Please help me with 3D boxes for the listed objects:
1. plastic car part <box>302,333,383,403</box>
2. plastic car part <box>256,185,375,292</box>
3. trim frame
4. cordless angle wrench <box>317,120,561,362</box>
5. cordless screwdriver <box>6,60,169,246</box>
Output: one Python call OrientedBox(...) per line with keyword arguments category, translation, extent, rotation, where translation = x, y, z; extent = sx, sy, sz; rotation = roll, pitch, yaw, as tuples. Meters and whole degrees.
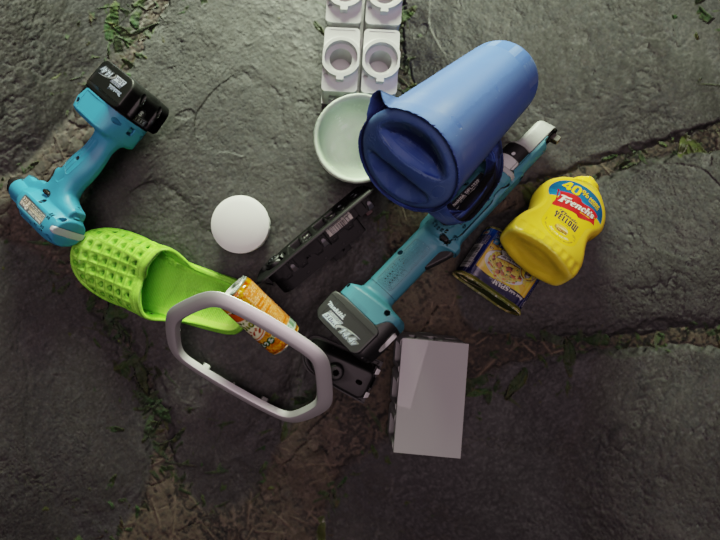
OrientedBox(category="plastic car part", translation=(-0.029, 0.137, 0.585), extent=(0.116, 0.071, 0.066), rotation=(26, 86, -3))
OrientedBox(category="plastic car part", translation=(-0.059, -0.038, 0.600), extent=(0.203, 0.069, 0.064), rotation=(-36, 117, -2))
OrientedBox(category="trim frame", translation=(-0.149, 0.119, 0.562), extent=(0.247, 0.028, 0.184), rotation=(30, 122, -2))
OrientedBox(category="cordless angle wrench", translation=(0.119, -0.057, 0.584), extent=(0.422, 0.071, 0.102), rotation=(-46, 66, -5))
OrientedBox(category="cordless screwdriver", translation=(-0.396, -0.172, 0.596), extent=(0.166, 0.071, 0.248), rotation=(33, 89, 22))
